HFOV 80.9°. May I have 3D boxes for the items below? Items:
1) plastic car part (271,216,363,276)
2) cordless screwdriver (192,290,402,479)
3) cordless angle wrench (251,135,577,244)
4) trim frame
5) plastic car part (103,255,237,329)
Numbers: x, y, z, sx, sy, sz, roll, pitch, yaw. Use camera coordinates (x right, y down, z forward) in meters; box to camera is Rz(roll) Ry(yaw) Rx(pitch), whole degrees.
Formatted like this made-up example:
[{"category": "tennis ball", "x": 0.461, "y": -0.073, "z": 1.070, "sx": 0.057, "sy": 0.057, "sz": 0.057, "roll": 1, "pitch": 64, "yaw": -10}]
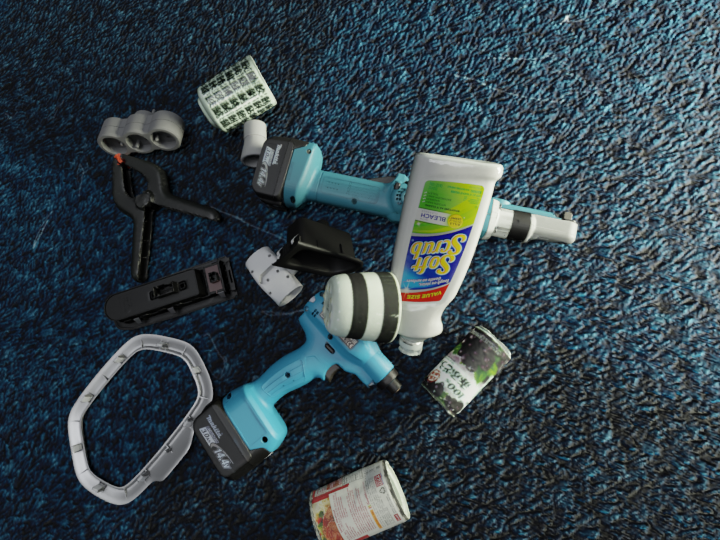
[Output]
[{"category": "plastic car part", "x": -0.056, "y": -0.037, "z": 0.577, "sx": 0.067, "sy": 0.111, "sz": 0.073, "roll": -35, "pitch": 55, "yaw": 44}, {"category": "cordless screwdriver", "x": -0.079, "y": 0.163, "z": 0.547, "sx": 0.248, "sy": 0.072, "sz": 0.164, "roll": -44, "pitch": 75, "yaw": -4}, {"category": "cordless angle wrench", "x": 0.065, "y": -0.094, "z": 0.575, "sx": 0.432, "sy": 0.072, "sz": 0.098, "roll": 14, "pitch": 82, "yaw": 11}, {"category": "trim frame", "x": -0.320, "y": 0.208, "z": 0.606, "sx": 0.189, "sy": 0.027, "sz": 0.248, "roll": 39, "pitch": 86, "yaw": 15}, {"category": "plastic car part", "x": -0.287, "y": 0.038, "z": 0.619, "sx": 0.205, "sy": 0.066, "sz": 0.067, "roll": -18, "pitch": 85, "yaw": 9}]
